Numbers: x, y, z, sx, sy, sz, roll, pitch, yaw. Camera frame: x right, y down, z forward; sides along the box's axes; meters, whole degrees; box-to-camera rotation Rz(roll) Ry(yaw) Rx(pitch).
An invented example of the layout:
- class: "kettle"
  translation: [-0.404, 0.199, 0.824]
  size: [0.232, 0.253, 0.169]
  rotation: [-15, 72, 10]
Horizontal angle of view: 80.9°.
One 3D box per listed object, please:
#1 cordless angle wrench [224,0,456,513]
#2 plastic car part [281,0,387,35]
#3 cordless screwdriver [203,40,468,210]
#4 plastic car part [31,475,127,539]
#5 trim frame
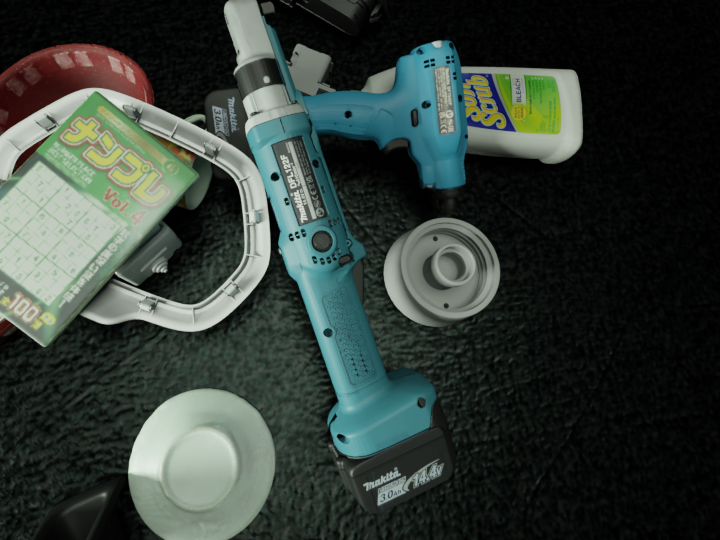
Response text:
- class: "cordless angle wrench"
  translation: [-0.035, -0.023, 0.357]
  size: [0.097, 0.076, 0.421]
  rotation: [-19, 93, -12]
- class: "plastic car part"
  translation: [-0.061, -0.343, 0.500]
  size: [0.204, 0.066, 0.067]
  rotation: [28, 84, 2]
- class: "cordless screwdriver"
  translation: [-0.019, -0.121, 0.419]
  size: [0.249, 0.075, 0.157]
  rotation: [-9, 101, 0]
- class: "plastic car part"
  translation: [-0.209, 0.228, 0.314]
  size: [0.065, 0.120, 0.069]
  rotation: [-24, 106, -11]
- class: "trim frame"
  translation: [-0.194, -0.050, 0.358]
  size: [0.245, 0.028, 0.184]
  rotation: [25, 84, -6]
